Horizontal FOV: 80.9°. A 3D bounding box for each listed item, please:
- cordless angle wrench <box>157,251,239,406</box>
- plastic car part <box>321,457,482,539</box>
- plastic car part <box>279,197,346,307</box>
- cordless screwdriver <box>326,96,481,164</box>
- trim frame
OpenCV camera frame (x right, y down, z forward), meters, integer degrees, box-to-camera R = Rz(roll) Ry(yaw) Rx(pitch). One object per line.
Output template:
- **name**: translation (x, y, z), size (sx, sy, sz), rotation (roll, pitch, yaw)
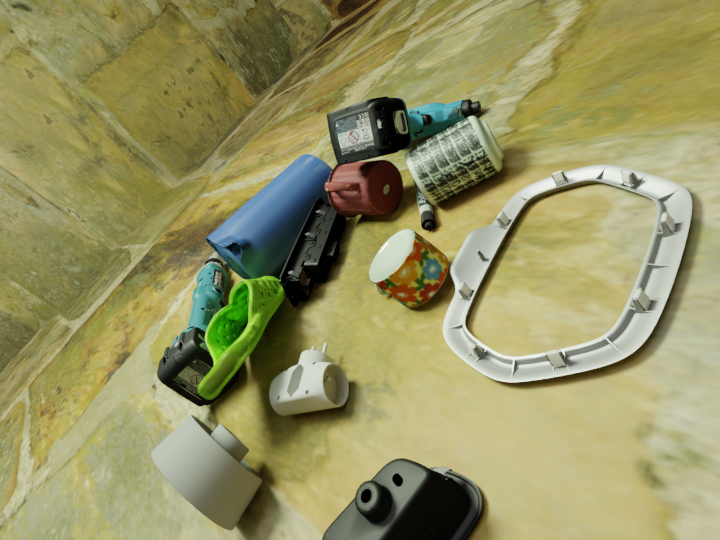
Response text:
- **cordless angle wrench**: translation (-0.268, 0.056, 0.752), size (0.074, 0.094, 0.440), rotation (-43, 27, 6)
- **plastic car part**: translation (0.019, 0.173, 0.287), size (0.116, 0.067, 0.069), rotation (-50, 31, -6)
- **plastic car part**: translation (-0.064, -0.042, 0.657), size (0.069, 0.063, 0.207), rotation (-11, 42, 23)
- **cordless screwdriver**: translation (0.071, -0.219, 0.629), size (0.166, 0.073, 0.242), rotation (-4, 18, 34)
- **trim frame**: translation (0.170, -0.011, 0.381), size (0.193, 0.026, 0.248), rotation (5, 57, 53)
